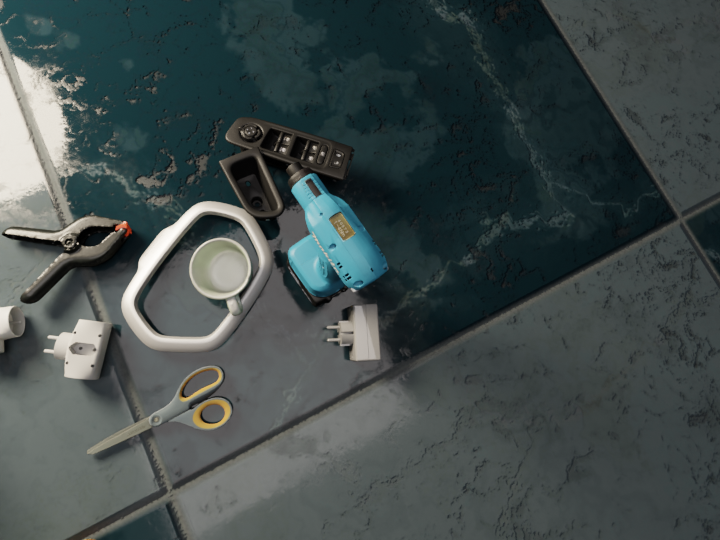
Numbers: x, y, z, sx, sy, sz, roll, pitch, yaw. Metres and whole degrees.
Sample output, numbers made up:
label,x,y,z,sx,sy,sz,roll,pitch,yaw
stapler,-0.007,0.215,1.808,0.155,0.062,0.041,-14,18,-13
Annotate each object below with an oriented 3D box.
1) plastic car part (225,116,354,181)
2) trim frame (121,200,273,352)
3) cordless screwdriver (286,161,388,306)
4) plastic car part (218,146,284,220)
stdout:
label,x,y,z,sx,sy,sz,roll,pitch,yaw
plastic car part,-0.117,-0.195,0.690,0.201,0.067,0.067,19,75,-4
trim frame,-0.244,0.007,0.643,0.184,0.027,0.248,31,74,0
cordless screwdriver,-0.055,-0.036,0.566,0.073,0.250,0.161,-33,87,-17
plastic car part,-0.166,-0.121,0.663,0.065,0.071,0.118,-25,83,-15
